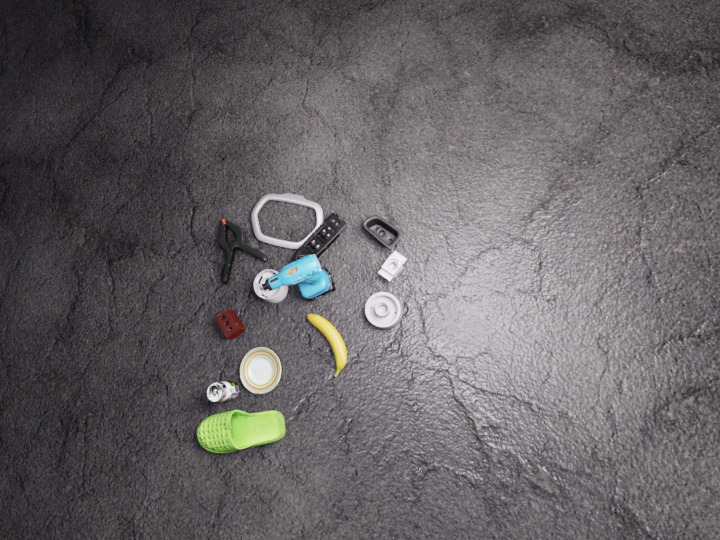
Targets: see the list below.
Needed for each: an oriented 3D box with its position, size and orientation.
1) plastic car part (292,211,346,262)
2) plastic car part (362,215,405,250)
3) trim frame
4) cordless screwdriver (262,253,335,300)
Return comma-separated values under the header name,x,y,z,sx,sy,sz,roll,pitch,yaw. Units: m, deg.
name,x,y,z,sx,sy,sz,roll,pitch,yaw
plastic car part,-0.127,-0.083,1.295,0.203,0.065,0.069,-44,72,-1
plastic car part,0.067,-0.112,1.252,0.121,0.068,0.066,39,87,19
trim frame,-0.239,-0.165,1.365,0.256,0.026,0.185,12,78,17
cordless screwdriver,-0.165,0.032,1.180,0.160,0.240,0.076,-24,75,4
